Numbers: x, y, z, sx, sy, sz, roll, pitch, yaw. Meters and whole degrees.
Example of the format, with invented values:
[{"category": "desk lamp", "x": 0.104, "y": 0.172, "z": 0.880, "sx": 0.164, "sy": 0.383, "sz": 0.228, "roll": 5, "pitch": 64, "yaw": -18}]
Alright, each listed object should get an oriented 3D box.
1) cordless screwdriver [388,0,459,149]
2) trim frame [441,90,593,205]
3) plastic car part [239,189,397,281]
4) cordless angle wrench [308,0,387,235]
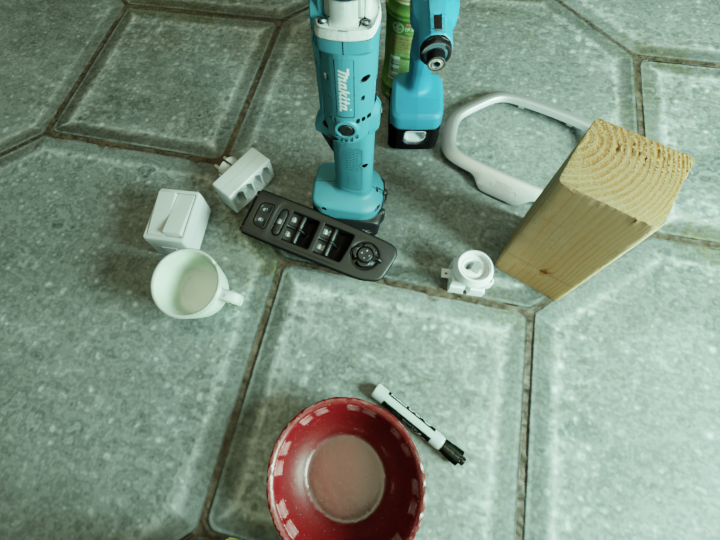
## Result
[{"category": "cordless screwdriver", "x": 0.079, "y": -0.245, "z": 0.546, "sx": 0.075, "sy": 0.242, "sz": 0.162, "roll": 3, "pitch": 68, "yaw": 1}, {"category": "trim frame", "x": 0.241, "y": -0.179, "z": 0.620, "sx": 0.257, "sy": 0.027, "sz": 0.184, "roll": 29, "pitch": 72, "yaw": 16}, {"category": "plastic car part", "x": -0.055, "y": -0.036, "z": 0.562, "sx": 0.208, "sy": 0.065, "sz": 0.066, "roll": 21, "pitch": 70, "yaw": 13}, {"category": "cordless angle wrench", "x": -0.013, "y": -0.160, "z": 0.424, "sx": 0.099, "sy": 0.412, "sz": 0.075, "roll": 8, "pitch": 68, "yaw": 3}]
